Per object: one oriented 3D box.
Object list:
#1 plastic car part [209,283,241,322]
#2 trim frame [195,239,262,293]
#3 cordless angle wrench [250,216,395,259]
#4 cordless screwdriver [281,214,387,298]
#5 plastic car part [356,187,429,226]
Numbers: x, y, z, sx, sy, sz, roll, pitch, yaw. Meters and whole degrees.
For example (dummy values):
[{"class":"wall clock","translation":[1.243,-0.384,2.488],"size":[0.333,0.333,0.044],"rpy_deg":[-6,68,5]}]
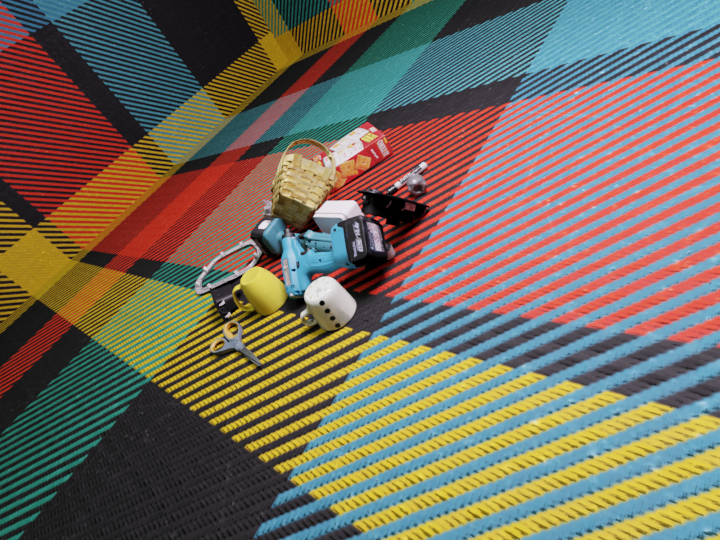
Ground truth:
[{"class":"plastic car part","translation":[-0.337,0.067,1.070],"size":[0.070,0.063,0.122],"rpy_deg":[-25,29,-12]},{"class":"trim frame","translation":[-0.385,-0.015,1.231],"size":[0.253,0.026,0.190],"rpy_deg":[-23,37,16]},{"class":"cordless angle wrench","translation":[-0.097,-0.064,0.994],"size":[0.446,0.093,0.074],"rpy_deg":[10,55,42]},{"class":"cordless screwdriver","translation":[-0.072,-0.049,0.879],"size":[0.256,0.070,0.163],"rpy_deg":[-23,69,35]},{"class":"plastic car part","translation":[0.060,-0.128,0.865],"size":[0.070,0.192,0.067],"rpy_deg":[23,98,38]}]
